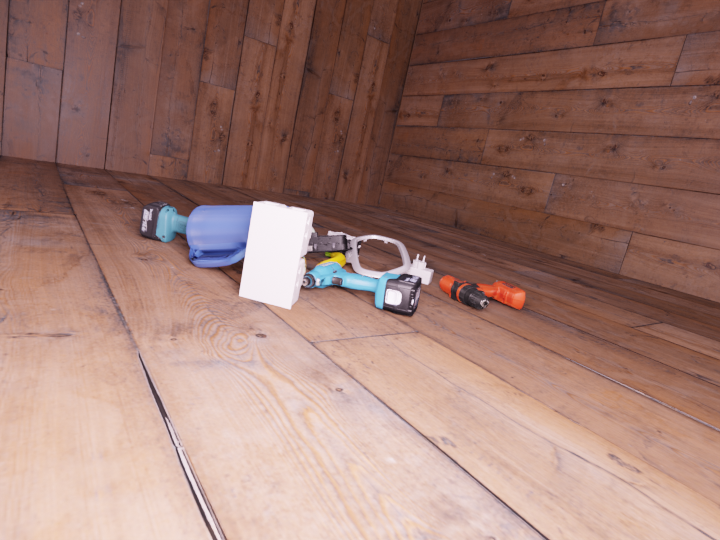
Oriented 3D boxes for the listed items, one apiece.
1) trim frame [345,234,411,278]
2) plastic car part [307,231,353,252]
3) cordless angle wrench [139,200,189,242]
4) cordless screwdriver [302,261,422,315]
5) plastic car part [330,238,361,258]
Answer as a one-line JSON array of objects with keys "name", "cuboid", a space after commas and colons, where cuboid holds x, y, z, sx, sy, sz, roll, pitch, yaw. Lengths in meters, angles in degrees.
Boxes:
[{"name": "trim frame", "cuboid": [0.049, -0.044, 1.243, 0.184, 0.027, 0.256, -1, 33, -3]}, {"name": "plastic car part", "cuboid": [-0.122, -0.080, 1.250, 0.206, 0.067, 0.065, 2, 2, 9]}, {"name": "cordless angle wrench", "cuboid": [-0.364, -0.088, 1.119, 0.424, 0.097, 0.075, 15, 15, 2]}, {"name": "cordless screwdriver", "cuboid": [0.000, 0.034, 0.931, 0.259, 0.074, 0.154, 12, 13, 24]}, {"name": "plastic car part", "cuboid": [-0.056, -0.060, 1.327, 0.115, 0.065, 0.073, 7, 27, -7]}]
